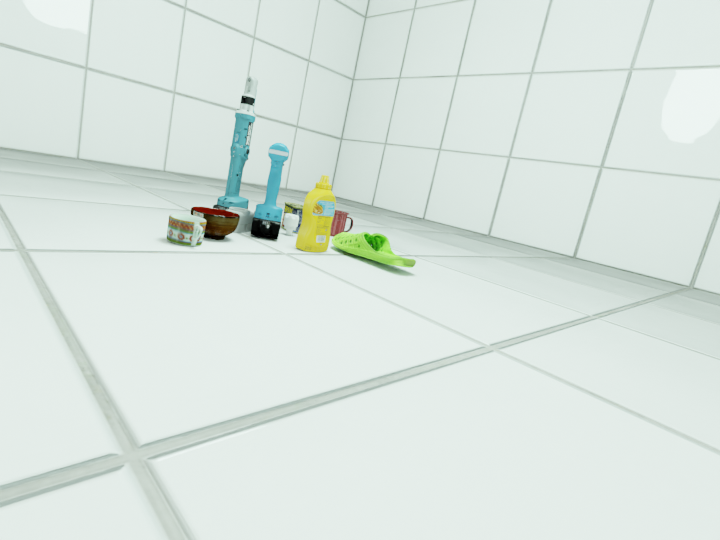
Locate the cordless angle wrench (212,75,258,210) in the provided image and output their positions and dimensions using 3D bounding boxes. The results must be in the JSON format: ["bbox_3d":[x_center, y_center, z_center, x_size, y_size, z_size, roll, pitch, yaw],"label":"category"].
[{"bbox_3d":[-0.352,-0.350,1.238,0.077,0.420,0.096,15,10,16],"label":"cordless angle wrench"}]

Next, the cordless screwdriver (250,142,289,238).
[{"bbox_3d":[-0.235,-0.214,1.132,0.073,0.247,0.163,10,11,-11],"label":"cordless screwdriver"}]
